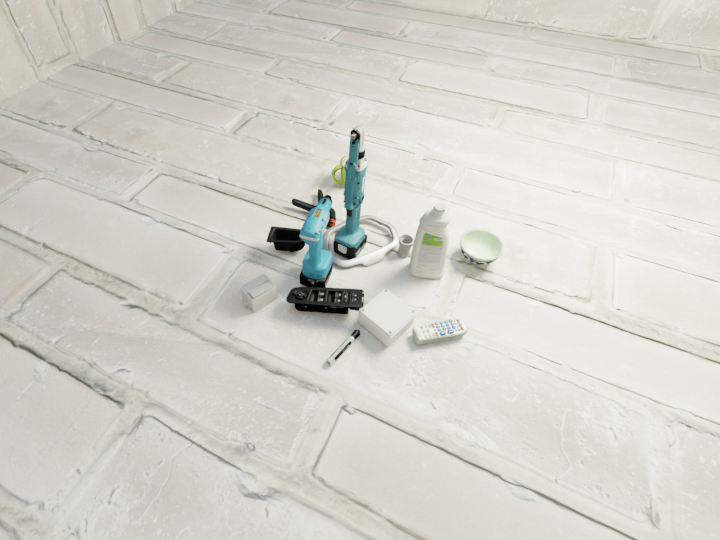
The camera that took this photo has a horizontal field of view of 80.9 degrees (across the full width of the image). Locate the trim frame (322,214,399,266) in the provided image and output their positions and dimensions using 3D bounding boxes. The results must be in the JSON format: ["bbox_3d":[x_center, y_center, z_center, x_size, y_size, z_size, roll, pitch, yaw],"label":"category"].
[{"bbox_3d":[-0.001,-0.091,1.296,0.243,0.027,0.194,-22,53,-18],"label":"trim frame"}]

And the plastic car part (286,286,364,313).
[{"bbox_3d":[-0.094,0.081,1.121,0.205,0.065,0.068,5,49,4],"label":"plastic car part"}]

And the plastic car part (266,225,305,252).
[{"bbox_3d":[-0.215,-0.085,1.264,0.118,0.069,0.067,7,49,5],"label":"plastic car part"}]

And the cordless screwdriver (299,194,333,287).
[{"bbox_3d":[-0.111,-0.073,1.139,0.076,0.241,0.161,14,50,7],"label":"cordless screwdriver"}]

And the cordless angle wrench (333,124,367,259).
[{"bbox_3d":[-0.019,-0.201,1.138,0.077,0.410,0.097,26,52,16],"label":"cordless angle wrench"}]
